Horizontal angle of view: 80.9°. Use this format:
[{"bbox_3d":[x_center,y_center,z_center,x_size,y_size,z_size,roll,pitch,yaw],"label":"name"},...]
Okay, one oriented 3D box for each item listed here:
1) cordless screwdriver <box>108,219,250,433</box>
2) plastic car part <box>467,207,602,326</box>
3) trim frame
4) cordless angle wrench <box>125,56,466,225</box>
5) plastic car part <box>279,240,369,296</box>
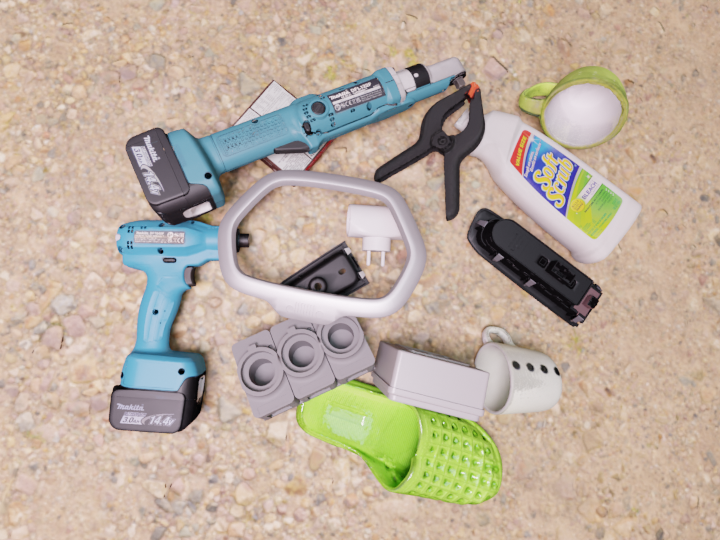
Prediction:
[{"bbox_3d":[-0.218,0.060,0.519,0.158,0.074,0.251,0,82,-4],"label":"cordless screwdriver"},{"bbox_3d":[0.231,-0.006,0.555,0.204,0.067,0.066,37,91,3],"label":"plastic car part"},{"bbox_3d":[-0.049,-0.032,0.498,0.251,0.027,0.186,9,71,6],"label":"trim frame"},{"bbox_3d":[-0.055,-0.180,0.511,0.418,0.074,0.099,-25,84,-12],"label":"cordless angle wrench"},{"bbox_3d":[-0.049,0.016,0.532,0.116,0.071,0.066,-31,89,-9],"label":"plastic car part"}]
